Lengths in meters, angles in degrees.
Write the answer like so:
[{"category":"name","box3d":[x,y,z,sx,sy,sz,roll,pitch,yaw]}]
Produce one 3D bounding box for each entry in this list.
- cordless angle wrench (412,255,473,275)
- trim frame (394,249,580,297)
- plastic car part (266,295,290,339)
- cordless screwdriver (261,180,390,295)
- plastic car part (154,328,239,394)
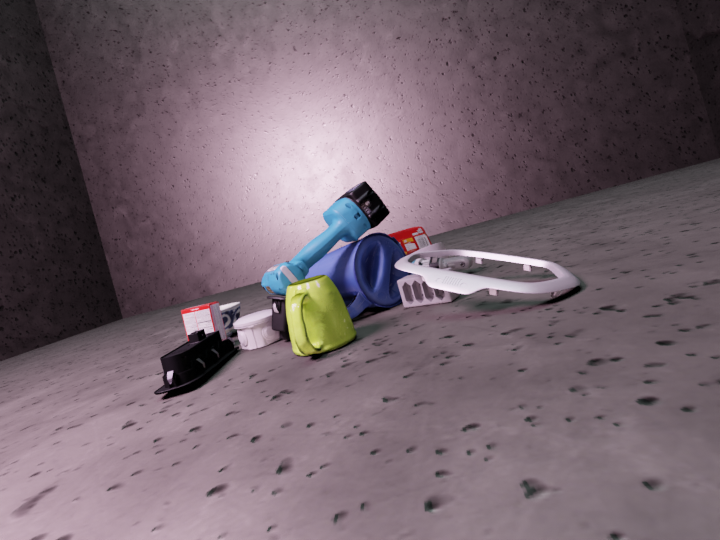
[{"category":"cordless angle wrench","box3d":[0.044,0.013,0.977,0.440,0.074,0.095,-10,6,34]},{"category":"trim frame","box3d":[0.169,0.000,0.599,0.262,0.027,0.177,13,20,40]},{"category":"plastic car part","box3d":[-0.119,0.078,0.705,0.068,0.071,0.113,2,-3,16]},{"category":"cordless screwdriver","box3d":[-0.073,-0.048,0.749,0.246,0.073,0.164,-45,14,-21]},{"category":"plastic car part","box3d":[-0.244,0.128,0.638,0.067,0.066,0.203,-9,7,1]}]
